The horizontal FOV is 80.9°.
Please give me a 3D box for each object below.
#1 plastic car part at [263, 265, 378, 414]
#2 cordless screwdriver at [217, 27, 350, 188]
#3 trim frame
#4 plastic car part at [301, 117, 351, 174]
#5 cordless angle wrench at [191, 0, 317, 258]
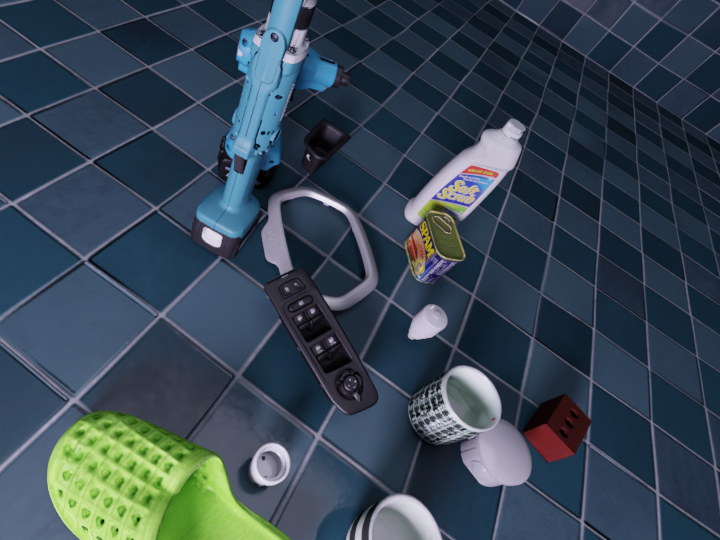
[{"bbox_3d":[-0.058,0.099,0.558,0.064,0.067,0.210,-22,67,-37],"label":"plastic car part"},{"bbox_3d":[-0.131,-0.235,0.657,0.154,0.249,0.077,13,53,-20],"label":"cordless screwdriver"},{"bbox_3d":[-0.067,-0.044,0.689,0.177,0.027,0.258,-1,56,-26],"label":"trim frame"},{"bbox_3d":[-0.077,-0.222,0.791,0.066,0.071,0.116,33,48,-2],"label":"plastic car part"},{"bbox_3d":[-0.122,-0.167,0.493,0.074,0.423,0.099,30,49,-7],"label":"cordless angle wrench"}]
